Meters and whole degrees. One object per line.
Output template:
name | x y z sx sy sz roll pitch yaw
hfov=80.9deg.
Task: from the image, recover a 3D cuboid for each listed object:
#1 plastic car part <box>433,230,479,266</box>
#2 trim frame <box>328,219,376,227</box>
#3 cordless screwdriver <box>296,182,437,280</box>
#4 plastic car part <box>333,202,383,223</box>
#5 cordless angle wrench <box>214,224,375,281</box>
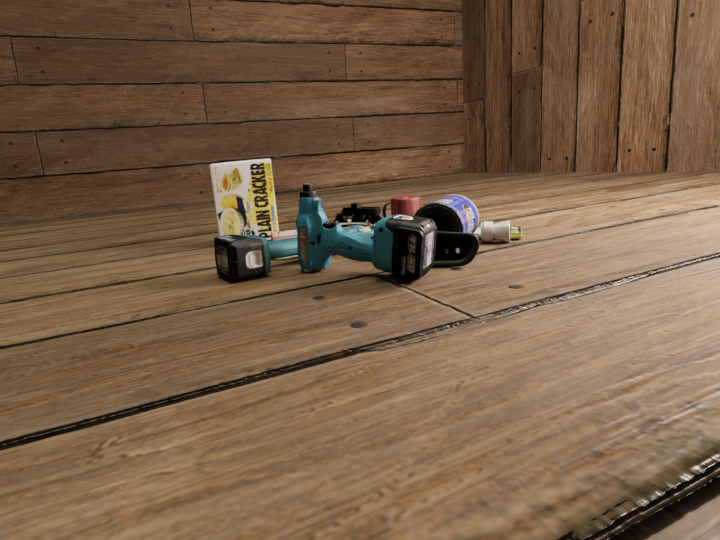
plastic car part | 0.147 -0.037 0.757 0.119 0.066 0.069 2 0 11
trim frame | -0.045 -0.114 1.156 0.182 0.027 0.257 -9 17 -11
cordless screwdriver | -0.003 -0.068 0.716 0.260 0.157 0.072 6 15 31
plastic car part | 0.001 -0.174 1.308 0.063 0.066 0.214 -5 15 -38
cordless angle wrench | -0.085 -0.056 0.872 0.407 0.073 0.103 -12 16 -34
